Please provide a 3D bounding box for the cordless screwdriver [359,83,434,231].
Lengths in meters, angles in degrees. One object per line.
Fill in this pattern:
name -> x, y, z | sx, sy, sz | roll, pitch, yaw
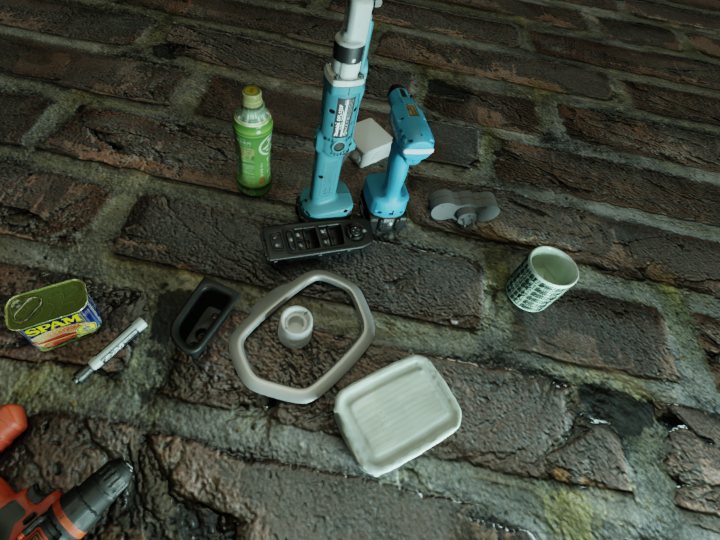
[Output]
cordless screwdriver -> 0.055, -0.192, 0.756 | 0.073, 0.244, 0.165 | -2, 57, -14

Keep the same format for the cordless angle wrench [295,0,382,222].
cordless angle wrench -> -0.039, -0.207, 0.650 | 0.096, 0.415, 0.077 | -9, 60, -18

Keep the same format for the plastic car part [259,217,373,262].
plastic car part -> -0.073, -0.048, 0.748 | 0.199, 0.066, 0.069 | -11, 59, -15

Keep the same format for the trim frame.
trim frame -> -0.088, 0.095, 0.670 | 0.191, 0.027, 0.245 | 38, 59, 18

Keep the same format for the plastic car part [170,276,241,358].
plastic car part -> -0.236, 0.080, 0.636 | 0.067, 0.069, 0.117 | 22, 55, 5
